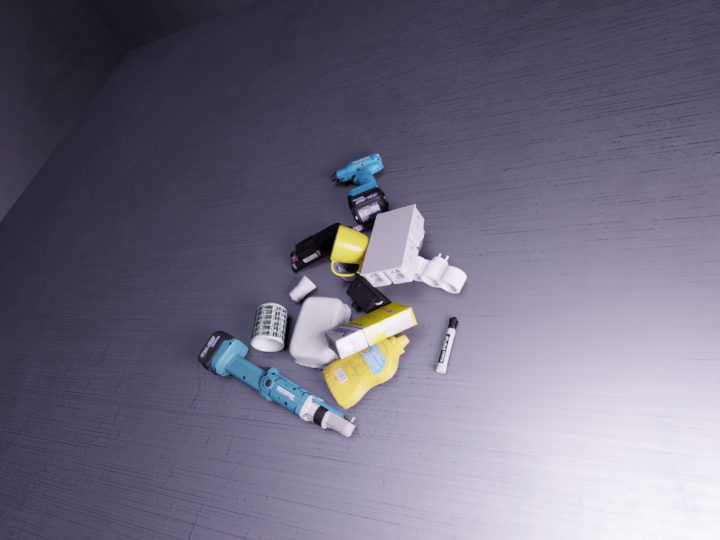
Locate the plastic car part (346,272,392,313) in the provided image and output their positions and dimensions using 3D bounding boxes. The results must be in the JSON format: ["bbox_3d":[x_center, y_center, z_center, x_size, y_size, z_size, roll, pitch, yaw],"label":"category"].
[{"bbox_3d":[0.011,0.065,0.991,0.071,0.062,0.123,-54,47,2],"label":"plastic car part"}]

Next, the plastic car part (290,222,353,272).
[{"bbox_3d":[-0.110,-0.072,1.128,0.207,0.064,0.068,-23,39,17],"label":"plastic car part"}]

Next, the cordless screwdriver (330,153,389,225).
[{"bbox_3d":[-0.007,-0.229,1.186,0.162,0.070,0.257,-19,42,13],"label":"cordless screwdriver"}]

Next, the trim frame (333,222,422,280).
[{"bbox_3d":[0.038,-0.064,1.085,0.251,0.026,0.192,-23,51,8],"label":"trim frame"}]

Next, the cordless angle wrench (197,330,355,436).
[{"bbox_3d":[-0.195,0.258,0.948,0.445,0.070,0.098,18,67,33],"label":"cordless angle wrench"}]
